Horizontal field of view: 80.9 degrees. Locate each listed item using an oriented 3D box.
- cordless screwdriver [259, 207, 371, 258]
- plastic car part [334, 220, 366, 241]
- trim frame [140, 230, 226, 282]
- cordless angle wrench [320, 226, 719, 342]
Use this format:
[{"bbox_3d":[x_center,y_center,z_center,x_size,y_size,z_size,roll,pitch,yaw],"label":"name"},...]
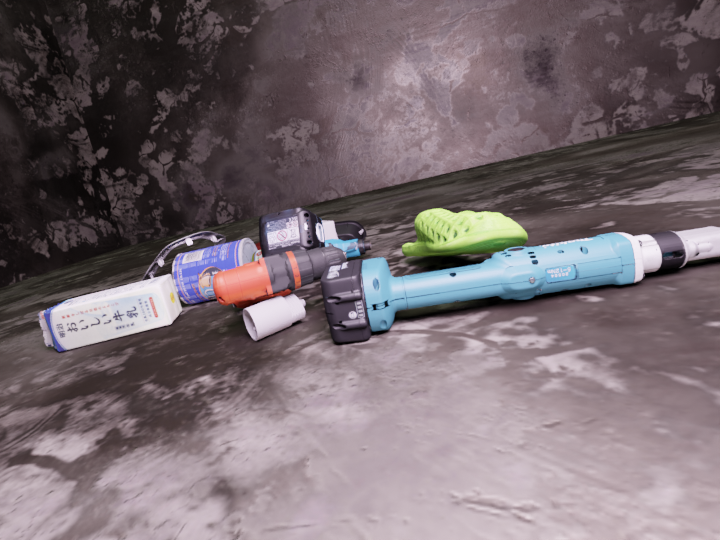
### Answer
[{"bbox_3d":[-0.075,-0.049,0.766,0.162,0.075,0.241,-9,-8,11],"label":"cordless screwdriver"},{"bbox_3d":[-0.049,-0.079,1.029,0.120,0.064,0.071,-6,29,19],"label":"plastic car part"},{"bbox_3d":[-0.386,-0.007,0.909,0.252,0.028,0.177,-40,-12,36],"label":"trim frame"},{"bbox_3d":[0.171,0.003,0.463,0.429,0.073,0.098,-9,12,9],"label":"cordless angle wrench"}]
